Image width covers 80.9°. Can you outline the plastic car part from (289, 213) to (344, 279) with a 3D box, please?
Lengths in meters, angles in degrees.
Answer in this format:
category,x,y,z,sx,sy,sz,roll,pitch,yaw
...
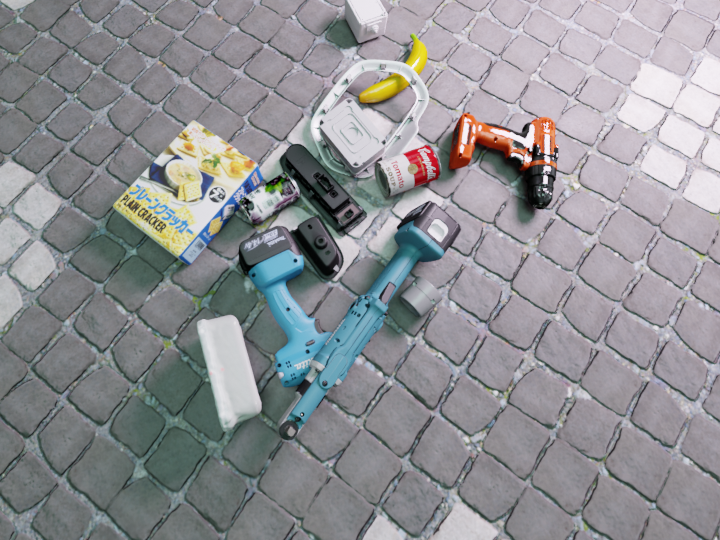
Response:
category,x,y,z,sx,sy,sz,roll,pitch,yaw
plastic car part,-0.071,-0.047,0.730,0.065,0.069,0.120,-32,74,-8

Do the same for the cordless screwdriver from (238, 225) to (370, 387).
category,x,y,z,sx,sy,sz,roll,pitch,yaw
cordless screwdriver,-0.098,0.047,0.702,0.157,0.074,0.254,-21,78,-14

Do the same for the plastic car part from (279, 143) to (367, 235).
category,x,y,z,sx,sy,sz,roll,pitch,yaw
plastic car part,-0.077,-0.159,0.771,0.066,0.065,0.209,-41,74,-4

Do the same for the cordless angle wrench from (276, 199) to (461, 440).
category,x,y,z,sx,sy,sz,roll,pitch,yaw
cordless angle wrench,0.009,0.070,0.653,0.073,0.100,0.421,40,70,-9

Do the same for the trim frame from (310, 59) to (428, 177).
category,x,y,z,sx,sy,sz,roll,pitch,yaw
trim frame,0.018,-0.293,0.804,0.186,0.027,0.248,37,86,6
